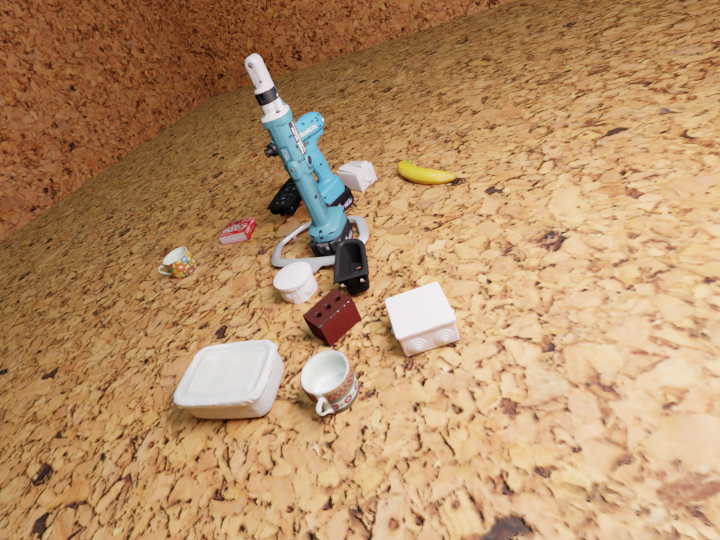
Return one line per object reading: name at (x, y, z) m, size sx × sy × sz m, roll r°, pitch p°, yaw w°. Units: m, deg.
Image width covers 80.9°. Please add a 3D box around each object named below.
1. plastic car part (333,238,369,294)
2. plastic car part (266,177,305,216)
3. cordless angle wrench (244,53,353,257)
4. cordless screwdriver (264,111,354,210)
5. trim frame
plastic car part at (-0.010, -0.002, 0.786) m, size 0.067 × 0.068 × 0.120 m, roll -17°, pitch 35°, yaw 12°
plastic car part at (-0.188, -0.203, 1.161) m, size 0.068 × 0.064 × 0.207 m, roll -12°, pitch 37°, yaw 19°
cordless angle wrench at (-0.122, -0.210, 0.832) m, size 0.077 × 0.404 × 0.099 m, roll -8°, pitch 36°, yaw 23°
cordless screwdriver at (-0.119, -0.228, 0.999) m, size 0.157 × 0.238 × 0.079 m, roll -41°, pitch 36°, yaw -24°
trim frame at (-0.093, -0.061, 0.951) m, size 0.259 × 0.026 × 0.185 m, roll -2°, pitch 41°, yaw 30°
